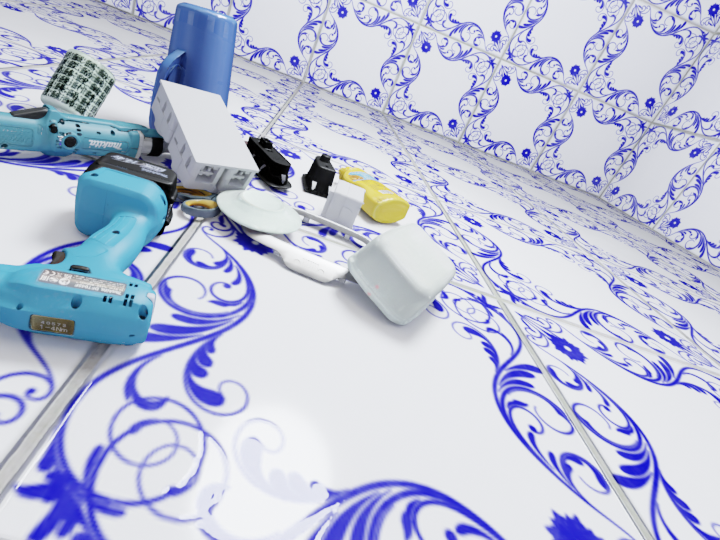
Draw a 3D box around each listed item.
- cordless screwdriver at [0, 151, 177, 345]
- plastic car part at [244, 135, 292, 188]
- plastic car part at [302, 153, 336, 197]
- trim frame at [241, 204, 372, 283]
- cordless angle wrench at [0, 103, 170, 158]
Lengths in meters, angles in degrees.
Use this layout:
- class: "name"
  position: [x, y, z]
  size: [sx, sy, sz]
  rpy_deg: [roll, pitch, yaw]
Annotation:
- class: "cordless screwdriver"
  position: [-0.268, -0.036, 0.411]
  size: [0.154, 0.074, 0.259]
  rpy_deg: [12, 32, -21]
- class: "plastic car part"
  position: [-0.188, -0.224, 0.847]
  size: [0.063, 0.067, 0.214]
  rpy_deg: [10, 30, -41]
- class: "plastic car part"
  position: [-0.082, -0.206, 0.880]
  size: [0.064, 0.070, 0.121]
  rpy_deg: [15, 30, -21]
- class: "trim frame"
  position: [-0.062, -0.040, 0.632]
  size: [0.248, 0.027, 0.186]
  rpy_deg: [23, 25, -2]
- class: "cordless angle wrench"
  position: [-0.415, -0.190, 0.585]
  size: [0.077, 0.097, 0.408]
  rpy_deg: [35, 24, 21]
